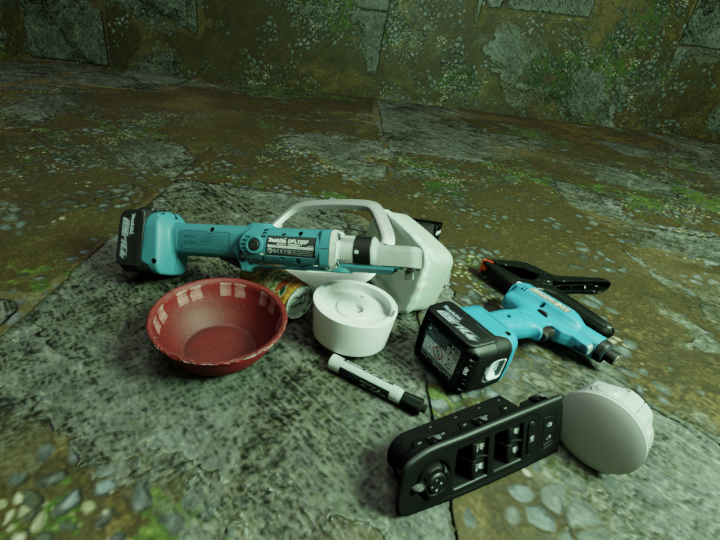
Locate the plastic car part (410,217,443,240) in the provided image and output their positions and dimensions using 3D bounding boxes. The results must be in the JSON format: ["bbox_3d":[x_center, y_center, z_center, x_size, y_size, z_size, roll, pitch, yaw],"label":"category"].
[{"bbox_3d":[0.088,-0.057,0.791,0.119,0.064,0.072,9,44,9],"label":"plastic car part"}]

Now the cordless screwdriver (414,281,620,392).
[{"bbox_3d":[0.204,0.090,0.545,0.239,0.073,0.168,-10,34,-34],"label":"cordless screwdriver"}]

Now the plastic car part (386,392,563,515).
[{"bbox_3d":[0.107,0.164,0.409,0.196,0.065,0.071,-12,25,-29],"label":"plastic car part"}]

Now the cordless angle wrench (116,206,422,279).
[{"bbox_3d":[-0.134,-0.031,0.570,0.436,0.098,0.072,4,-2,18],"label":"cordless angle wrench"}]

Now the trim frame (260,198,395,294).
[{"bbox_3d":[-0.065,-0.043,0.669,0.258,0.026,0.186,3,55,25],"label":"trim frame"}]
